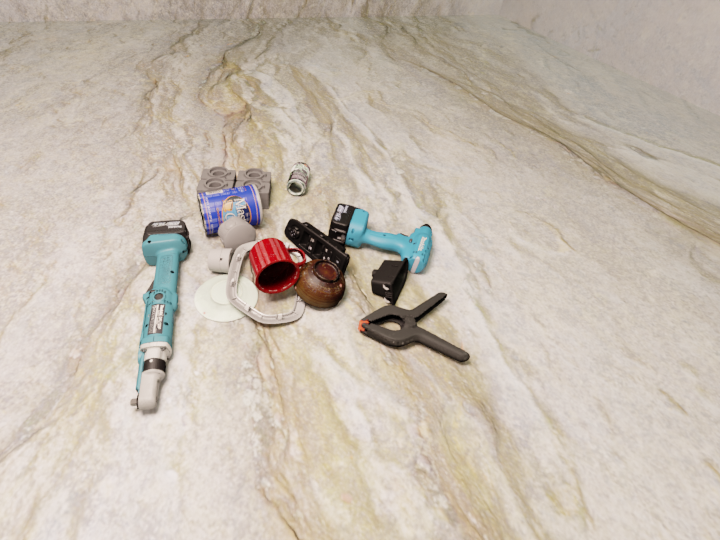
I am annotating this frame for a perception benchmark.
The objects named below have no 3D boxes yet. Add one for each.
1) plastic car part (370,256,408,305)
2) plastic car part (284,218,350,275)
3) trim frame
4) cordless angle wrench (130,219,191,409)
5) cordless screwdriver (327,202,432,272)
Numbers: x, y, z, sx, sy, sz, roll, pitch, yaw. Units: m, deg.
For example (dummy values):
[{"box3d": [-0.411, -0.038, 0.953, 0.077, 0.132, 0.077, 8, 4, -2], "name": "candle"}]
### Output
[{"box3d": [0.058, 0.017, 0.932, 0.073, 0.063, 0.116, 7, 38, 20], "name": "plastic car part"}, {"box3d": [-0.097, -0.064, 0.995, 0.213, 0.065, 0.065, 34, 39, 27], "name": "plastic car part"}, {"box3d": [-0.192, 0.013, 0.916, 0.181, 0.027, 0.256, 10, 40, -11], "name": "trim frame"}, {"box3d": [-0.393, 0.066, 0.830, 0.096, 0.072, 0.442, -6, 47, -13], "name": "cordless angle wrench"}, {"box3d": [0.053, -0.095, 1.035, 0.254, 0.073, 0.160, 19, 44, 9], "name": "cordless screwdriver"}]
